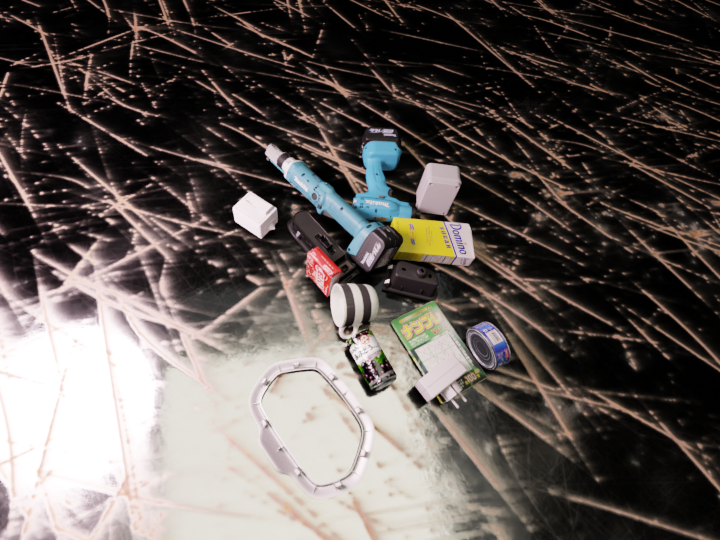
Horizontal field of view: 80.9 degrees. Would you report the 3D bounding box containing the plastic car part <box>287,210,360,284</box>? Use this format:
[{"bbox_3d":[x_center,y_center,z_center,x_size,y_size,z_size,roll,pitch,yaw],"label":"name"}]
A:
[{"bbox_3d":[-0.090,-0.059,0.921,0.066,0.065,0.212,-38,66,-13],"label":"plastic car part"}]

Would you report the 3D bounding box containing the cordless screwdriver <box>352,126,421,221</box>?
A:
[{"bbox_3d":[0.067,-0.228,1.024,0.159,0.073,0.254,6,63,-1],"label":"cordless screwdriver"}]

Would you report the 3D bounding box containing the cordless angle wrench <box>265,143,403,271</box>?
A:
[{"bbox_3d":[-0.087,-0.169,0.969,0.071,0.097,0.442,-14,51,-48],"label":"cordless angle wrench"}]

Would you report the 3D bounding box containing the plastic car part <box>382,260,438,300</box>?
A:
[{"bbox_3d":[0.113,0.015,0.883,0.118,0.069,0.067,14,60,7],"label":"plastic car part"}]

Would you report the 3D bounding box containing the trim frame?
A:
[{"bbox_3d":[-0.087,0.266,0.746,0.181,0.027,0.258,-34,69,-20],"label":"trim frame"}]
